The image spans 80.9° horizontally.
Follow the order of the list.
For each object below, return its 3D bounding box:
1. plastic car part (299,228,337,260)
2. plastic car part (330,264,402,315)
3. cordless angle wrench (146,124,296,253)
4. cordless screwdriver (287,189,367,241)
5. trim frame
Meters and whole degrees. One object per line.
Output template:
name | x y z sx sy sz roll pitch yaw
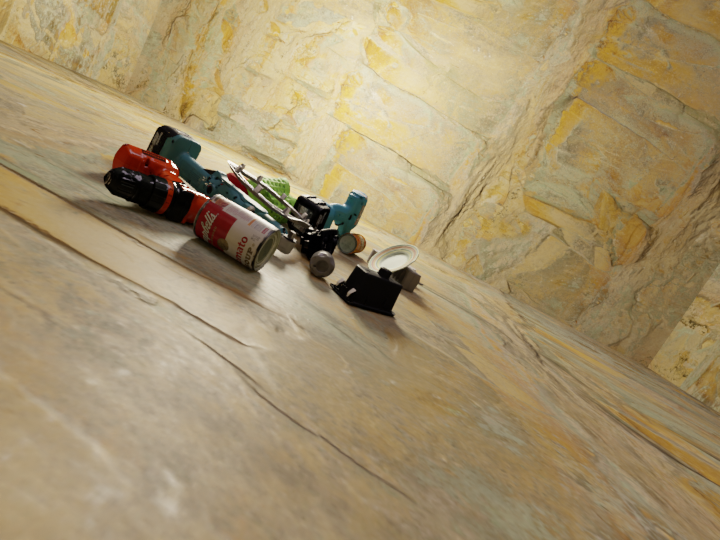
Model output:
plastic car part | -0.087 -0.057 0.890 0.068 0.066 0.200 3 7 10
plastic car part | 0.021 0.026 0.698 0.110 0.071 0.070 17 15 -36
cordless angle wrench | -0.273 -0.153 0.818 0.444 0.098 0.071 37 13 28
cordless screwdriver | -0.082 -0.123 1.080 0.078 0.158 0.240 35 28 22
trim frame | -0.170 -0.145 0.836 0.191 0.027 0.239 45 4 18
